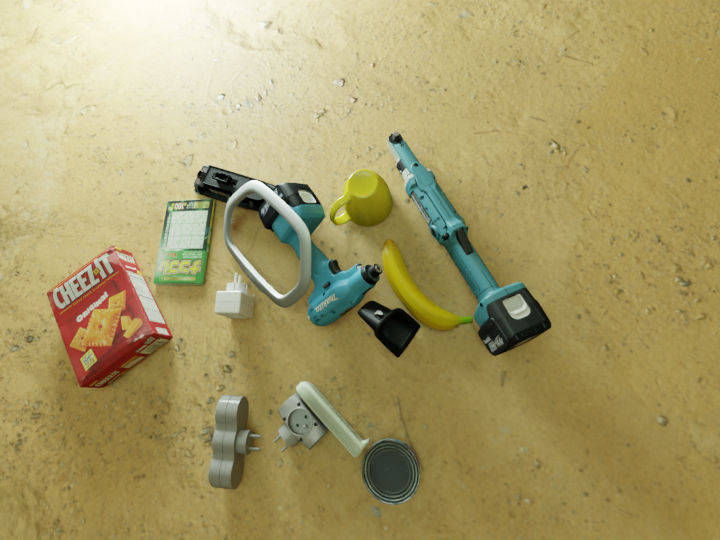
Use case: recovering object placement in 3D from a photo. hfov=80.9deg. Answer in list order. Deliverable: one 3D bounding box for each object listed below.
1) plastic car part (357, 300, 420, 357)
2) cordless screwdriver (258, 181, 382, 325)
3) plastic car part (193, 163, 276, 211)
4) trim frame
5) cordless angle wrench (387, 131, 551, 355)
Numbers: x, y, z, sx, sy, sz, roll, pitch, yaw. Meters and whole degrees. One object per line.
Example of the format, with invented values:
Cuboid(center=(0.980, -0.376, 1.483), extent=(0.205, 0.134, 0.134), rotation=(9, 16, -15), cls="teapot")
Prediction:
Cuboid(center=(0.036, 0.081, 0.676), extent=(0.075, 0.110, 0.066), rotation=(30, 80, 41), cls="plastic car part")
Cuboid(center=(-0.070, -0.046, 0.720), extent=(0.161, 0.071, 0.257), rotation=(-42, 66, 34), cls="cordless screwdriver")
Cuboid(center=(-0.246, -0.169, 0.840), extent=(0.209, 0.065, 0.066), rotation=(20, 71, 15), cls="plastic car part")
Cuboid(center=(-0.168, -0.048, 0.745), extent=(0.260, 0.026, 0.183), rotation=(42, 120, 26), cls="trim frame")
Cuboid(center=(0.148, -0.072, 0.710), extent=(0.074, 0.095, 0.439), rotation=(-22, 65, -9), cls="cordless angle wrench")
